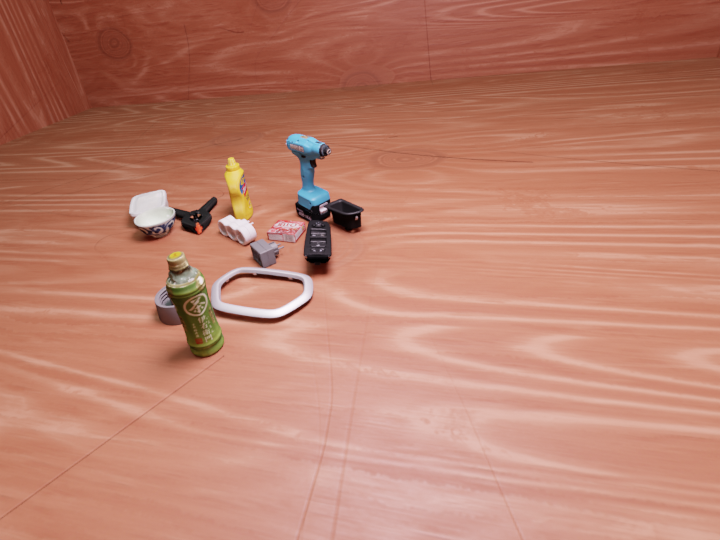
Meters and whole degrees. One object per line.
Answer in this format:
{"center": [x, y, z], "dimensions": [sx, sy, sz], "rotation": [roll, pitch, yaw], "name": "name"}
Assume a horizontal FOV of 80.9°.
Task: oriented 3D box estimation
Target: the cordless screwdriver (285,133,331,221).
{"center": [-0.130, -0.256, 1.198], "dimensions": [0.072, 0.240, 0.168], "rotation": [-30, 40, -33], "name": "cordless screwdriver"}

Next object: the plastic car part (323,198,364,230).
{"center": [-0.040, -0.148, 1.174], "dimensions": [0.064, 0.068, 0.123], "rotation": [-27, 39, -28], "name": "plastic car part"}

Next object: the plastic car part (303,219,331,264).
{"center": [-0.105, -0.069, 1.077], "dimensions": [0.066, 0.065, 0.209], "rotation": [-7, 34, 0], "name": "plastic car part"}

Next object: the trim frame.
{"center": [-0.229, 0.045, 0.974], "dimensions": [0.256, 0.026, 0.185], "rotation": [3, 36, 17], "name": "trim frame"}
